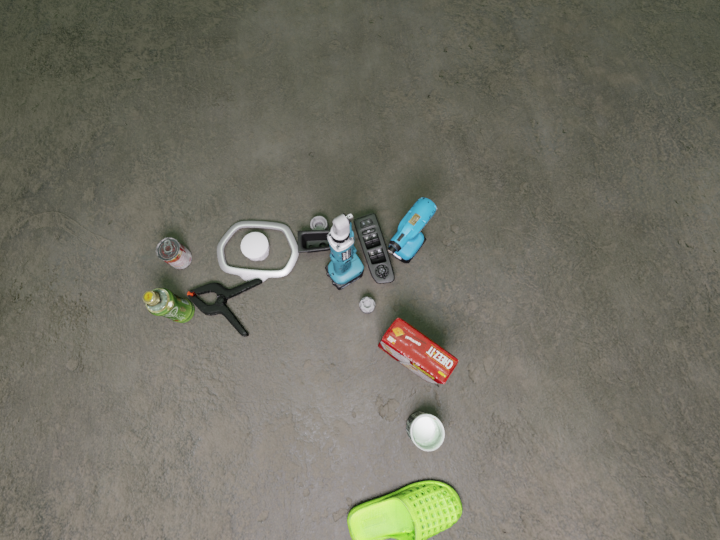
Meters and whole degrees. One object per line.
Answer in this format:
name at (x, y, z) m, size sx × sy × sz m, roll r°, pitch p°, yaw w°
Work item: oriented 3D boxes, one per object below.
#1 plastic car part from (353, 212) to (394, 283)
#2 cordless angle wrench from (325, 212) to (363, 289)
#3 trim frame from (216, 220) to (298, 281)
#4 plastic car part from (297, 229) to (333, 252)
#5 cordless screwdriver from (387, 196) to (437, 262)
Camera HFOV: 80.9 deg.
plastic car part at (0.039, -0.055, 1.195) m, size 0.066 × 0.065 × 0.208 m, roll -17°, pitch 72°, yaw -3°
cordless angle wrench at (-0.043, -0.044, 1.016) m, size 0.097 × 0.414 × 0.076 m, roll -30°, pitch 78°, yaw -8°
trim frame at (-0.303, -0.058, 1.244) m, size 0.251 × 0.027 × 0.187 m, roll 3°, pitch 73°, yaw 6°
plastic car part at (-0.119, -0.078, 1.213) m, size 0.117 × 0.069 × 0.067 m, roll -3°, pitch 74°, yaw 2°
cordless screwdriver at (0.117, -0.079, 1.103) m, size 0.076 × 0.243 × 0.159 m, roll 37°, pitch 78°, yaw 9°
